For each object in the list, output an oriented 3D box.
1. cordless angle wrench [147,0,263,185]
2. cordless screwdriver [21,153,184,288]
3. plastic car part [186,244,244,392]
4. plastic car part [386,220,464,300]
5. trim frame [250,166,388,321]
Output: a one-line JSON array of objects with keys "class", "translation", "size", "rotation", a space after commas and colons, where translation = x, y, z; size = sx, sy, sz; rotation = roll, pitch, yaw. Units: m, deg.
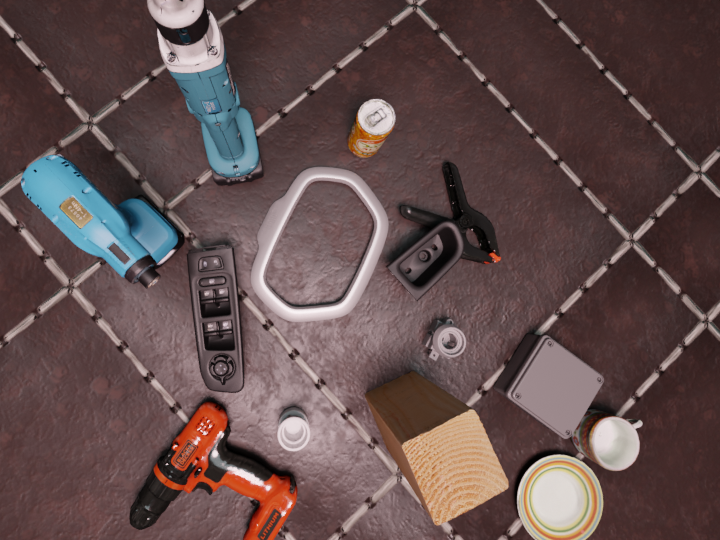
[{"class": "cordless angle wrench", "translation": [-0.157, -0.185, 0.450], "size": [0.073, 0.426, 0.098], "rotation": [-12, 89, -10]}, {"class": "cordless screwdriver", "translation": [-0.276, -0.040, 0.514], "size": [0.159, 0.250, 0.074], "rotation": [45, 81, -3]}, {"class": "plastic car part", "translation": [-0.200, 0.069, 0.599], "size": [0.066, 0.067, 0.204], "rotation": [-6, 85, -8]}, {"class": "plastic car part", "translation": [0.096, -0.018, 0.629], "size": [0.116, 0.071, 0.066], "rotation": [-42, 92, -8]}, {"class": "trim frame", "translation": [-0.063, -0.041, 0.641], "size": [0.183, 0.027, 0.249], "rotation": [24, 83, -2]}]
